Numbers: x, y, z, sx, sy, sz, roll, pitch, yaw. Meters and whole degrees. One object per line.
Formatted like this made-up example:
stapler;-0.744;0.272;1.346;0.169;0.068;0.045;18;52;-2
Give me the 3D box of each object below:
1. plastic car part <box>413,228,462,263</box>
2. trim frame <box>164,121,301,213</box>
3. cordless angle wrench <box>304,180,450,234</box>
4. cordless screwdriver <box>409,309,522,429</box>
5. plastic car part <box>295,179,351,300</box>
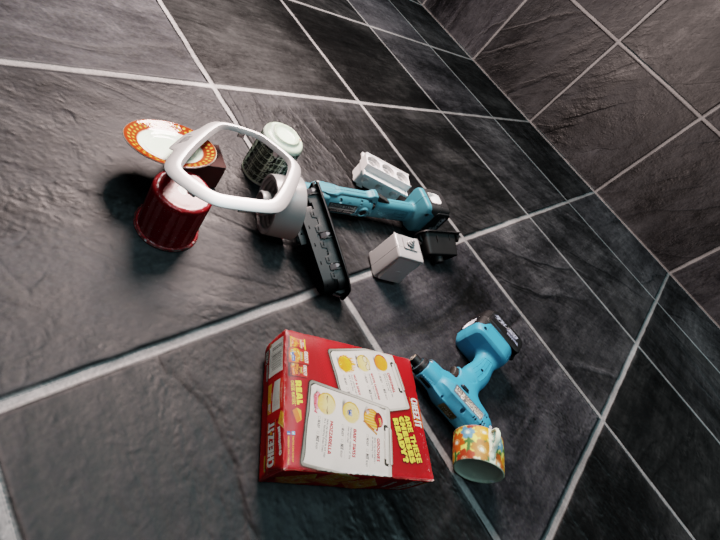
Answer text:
plastic car part;0.171;-0.050;0.943;0.111;0.068;0.072;-2;72;-37
trim frame;-0.178;-0.154;0.613;0.181;0.027;0.254;22;36;-11
cordless angle wrench;-0.001;-0.138;0.859;0.404;0.098;0.077;3;55;-33
cordless screwdriver;0.188;0.156;0.753;0.161;0.075;0.244;46;43;4
plastic car part;-0.069;-0.045;0.706;0.065;0.067;0.206;-16;78;-33
